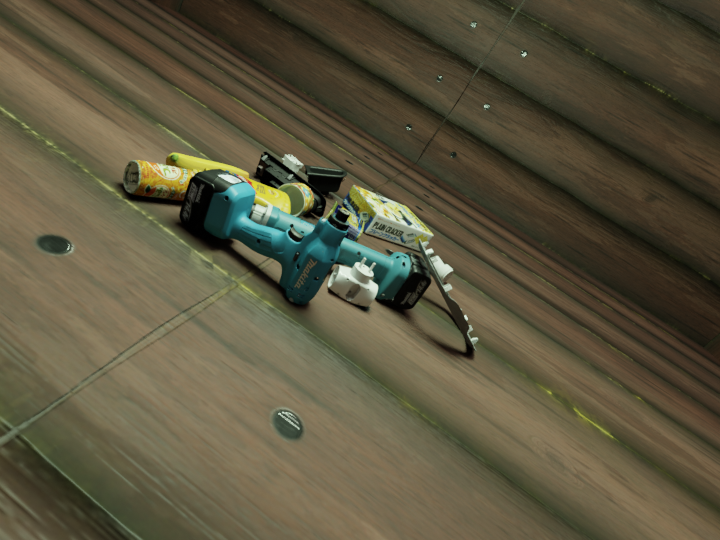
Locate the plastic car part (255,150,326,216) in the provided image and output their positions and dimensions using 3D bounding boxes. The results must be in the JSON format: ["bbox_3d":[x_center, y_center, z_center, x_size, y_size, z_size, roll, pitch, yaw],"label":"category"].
[{"bbox_3d":[-0.167,-0.192,0.976,0.207,0.066,0.066,35,32,9],"label":"plastic car part"}]

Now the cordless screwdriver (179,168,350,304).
[{"bbox_3d":[-0.144,-0.076,0.642,0.253,0.159,0.073,34,22,9],"label":"cordless screwdriver"}]

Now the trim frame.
[{"bbox_3d":[0.170,0.043,0.817,0.241,0.028,0.187,61,11,-19],"label":"trim frame"}]

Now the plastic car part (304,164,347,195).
[{"bbox_3d":[-0.098,-0.240,1.147,0.113,0.070,0.069,7,31,-16],"label":"plastic car part"}]

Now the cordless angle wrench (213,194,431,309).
[{"bbox_3d":[-0.075,-0.049,0.767,0.413,0.097,0.076,23,28,-12],"label":"cordless angle wrench"}]
